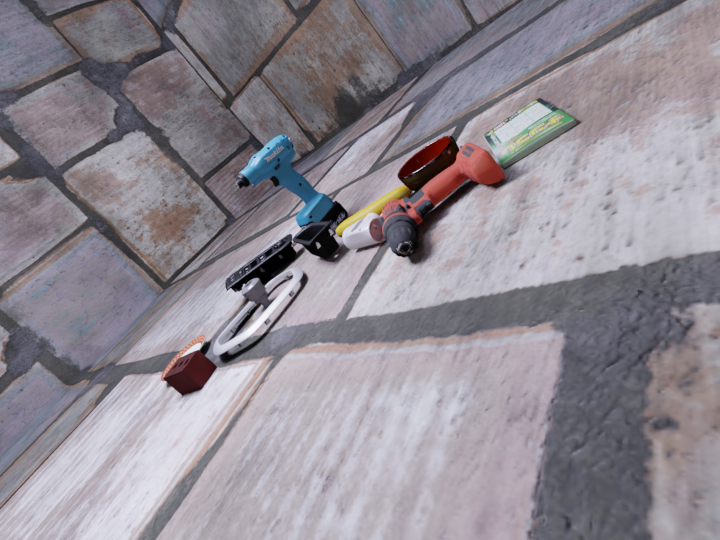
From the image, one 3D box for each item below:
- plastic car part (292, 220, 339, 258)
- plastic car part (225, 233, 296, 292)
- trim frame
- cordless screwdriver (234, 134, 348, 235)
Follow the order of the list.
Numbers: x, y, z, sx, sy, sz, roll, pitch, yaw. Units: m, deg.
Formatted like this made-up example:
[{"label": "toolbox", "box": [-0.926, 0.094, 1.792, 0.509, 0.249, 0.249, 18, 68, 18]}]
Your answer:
[{"label": "plastic car part", "box": [-0.083, -0.054, 0.850, 0.065, 0.069, 0.121, -46, 20, -16]}, {"label": "plastic car part", "box": [-0.235, -0.010, 1.033, 0.203, 0.065, 0.068, -41, 18, 0]}, {"label": "trim frame", "box": [-0.202, 0.077, 0.852, 0.191, 0.027, 0.247, -15, 32, 50]}, {"label": "cordless screwdriver", "box": [-0.156, -0.167, 0.961, 0.158, 0.242, 0.077, -46, 16, -19]}]
